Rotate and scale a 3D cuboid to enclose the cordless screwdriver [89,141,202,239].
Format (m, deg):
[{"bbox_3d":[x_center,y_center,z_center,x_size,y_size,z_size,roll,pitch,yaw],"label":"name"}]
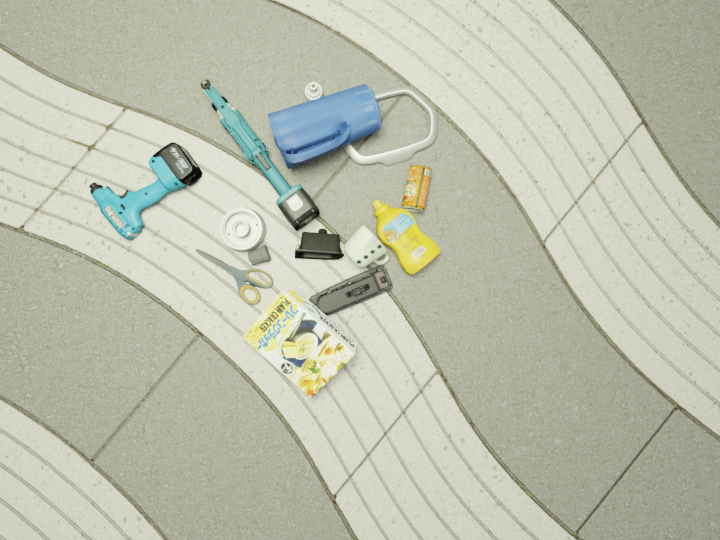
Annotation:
[{"bbox_3d":[-0.513,-0.208,1.003,0.249,0.074,0.159,-40,90,2],"label":"cordless screwdriver"}]

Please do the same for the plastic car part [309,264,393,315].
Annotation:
[{"bbox_3d":[-0.022,0.055,1.003,0.203,0.068,0.065,-22,98,1],"label":"plastic car part"}]

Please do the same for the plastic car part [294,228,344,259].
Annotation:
[{"bbox_3d":[-0.099,-0.065,1.010,0.116,0.065,0.072,0,75,-5],"label":"plastic car part"}]

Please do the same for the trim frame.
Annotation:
[{"bbox_3d":[0.068,-0.352,1.035,0.247,0.027,0.185,-17,87,-3],"label":"trim frame"}]

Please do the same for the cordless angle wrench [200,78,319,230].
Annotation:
[{"bbox_3d":[-0.251,-0.285,1.004,0.074,0.097,0.427,-37,85,-3],"label":"cordless angle wrench"}]
